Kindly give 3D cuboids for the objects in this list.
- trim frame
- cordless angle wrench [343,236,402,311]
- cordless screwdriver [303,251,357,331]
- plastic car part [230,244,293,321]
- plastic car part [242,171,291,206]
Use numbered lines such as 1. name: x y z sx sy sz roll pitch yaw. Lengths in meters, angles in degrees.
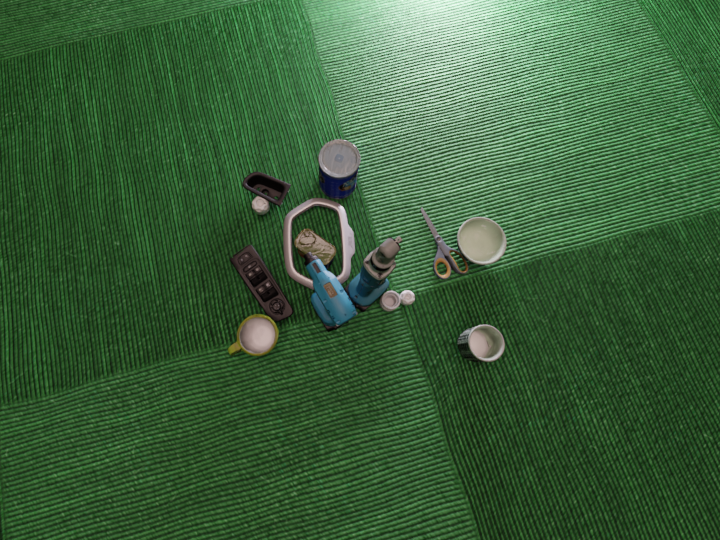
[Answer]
1. trim frame: -0.107 -0.070 1.091 0.184 0.027 0.253 -5 75 -1
2. cordless angle wrench: 0.028 0.009 0.866 0.097 0.418 0.076 -41 84 -12
3. cordless screwdriver: -0.076 0.053 0.944 0.074 0.246 0.163 -30 80 -10
4. plastic car part: -0.240 0.038 1.043 0.066 0.066 0.208 -34 77 -10
5. plastic car part: -0.246 -0.210 1.110 0.118 0.070 0.066 25 76 6
